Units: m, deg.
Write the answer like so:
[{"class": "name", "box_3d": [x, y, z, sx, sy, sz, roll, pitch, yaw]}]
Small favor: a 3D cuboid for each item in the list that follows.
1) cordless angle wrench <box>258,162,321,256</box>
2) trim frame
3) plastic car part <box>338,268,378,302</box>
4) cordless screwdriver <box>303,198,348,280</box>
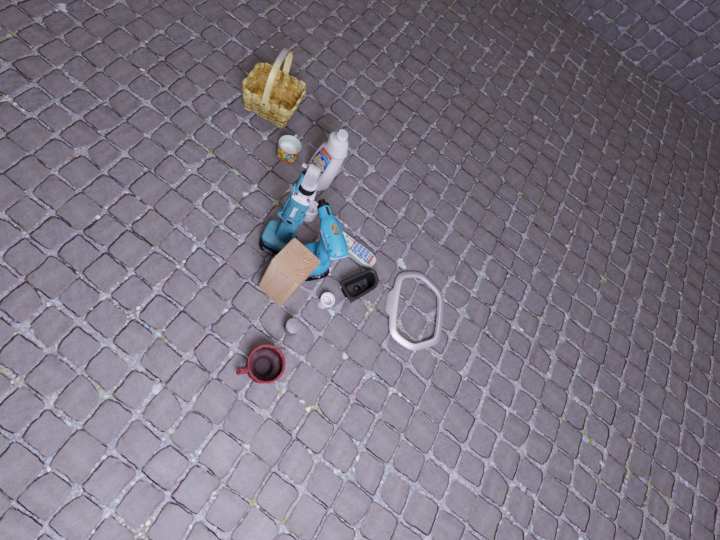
[{"class": "cordless angle wrench", "box_3d": [-0.167, -0.140, 1.042, 0.096, 0.426, 0.075, 29, 63, -11]}, {"class": "trim frame", "box_3d": [0.164, 0.117, 1.263, 0.181, 0.027, 0.252, 16, 64, -11]}, {"class": "plastic car part", "box_3d": [-0.007, 0.047, 1.214, 0.114, 0.071, 0.067, -25, 80, -26]}, {"class": "cordless screwdriver", "box_3d": [-0.111, -0.072, 1.130, 0.072, 0.251, 0.163, -11, 75, -25]}]
